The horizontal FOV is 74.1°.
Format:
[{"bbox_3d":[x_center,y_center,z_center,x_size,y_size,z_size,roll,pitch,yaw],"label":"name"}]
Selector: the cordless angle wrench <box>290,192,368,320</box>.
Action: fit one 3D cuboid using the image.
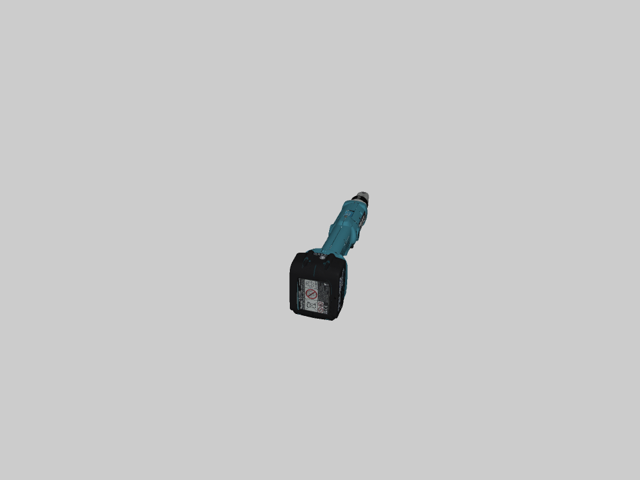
[{"bbox_3d":[0.044,-0.011,0.783,0.074,0.098,0.421,8,27,13],"label":"cordless angle wrench"}]
